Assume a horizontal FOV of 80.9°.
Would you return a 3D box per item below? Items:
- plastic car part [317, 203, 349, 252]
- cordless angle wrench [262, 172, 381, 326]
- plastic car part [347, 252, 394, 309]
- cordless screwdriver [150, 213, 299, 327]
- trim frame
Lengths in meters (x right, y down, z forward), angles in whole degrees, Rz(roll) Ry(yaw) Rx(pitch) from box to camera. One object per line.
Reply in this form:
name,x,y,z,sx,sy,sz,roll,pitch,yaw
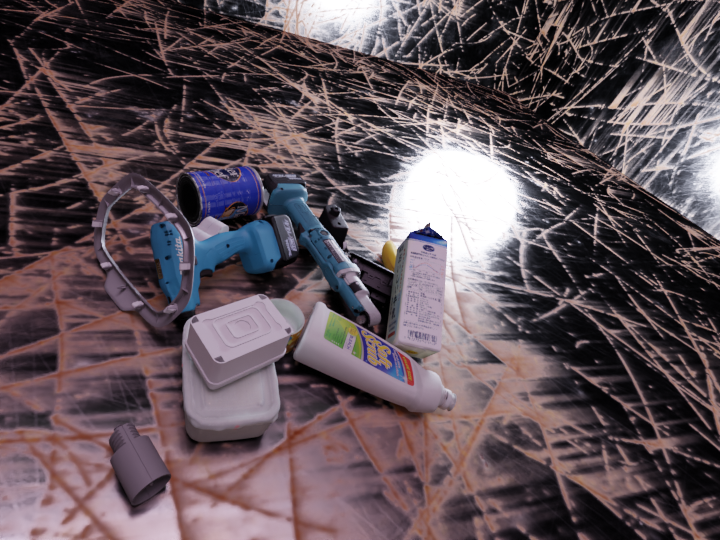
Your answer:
plastic car part,-0.061,-0.101,0.913,0.063,0.070,0.122,4,43,-27
cordless angle wrench,-0.080,-0.052,0.820,0.094,0.073,0.446,-6,42,-33
plastic car part,0.057,0.041,0.799,0.204,0.065,0.067,24,46,3
cordless screwdriver,-0.214,-0.011,0.701,0.239,0.077,0.159,-14,90,-48
trim frame,-0.320,-0.031,0.610,0.259,0.184,0.026,40,20,23
